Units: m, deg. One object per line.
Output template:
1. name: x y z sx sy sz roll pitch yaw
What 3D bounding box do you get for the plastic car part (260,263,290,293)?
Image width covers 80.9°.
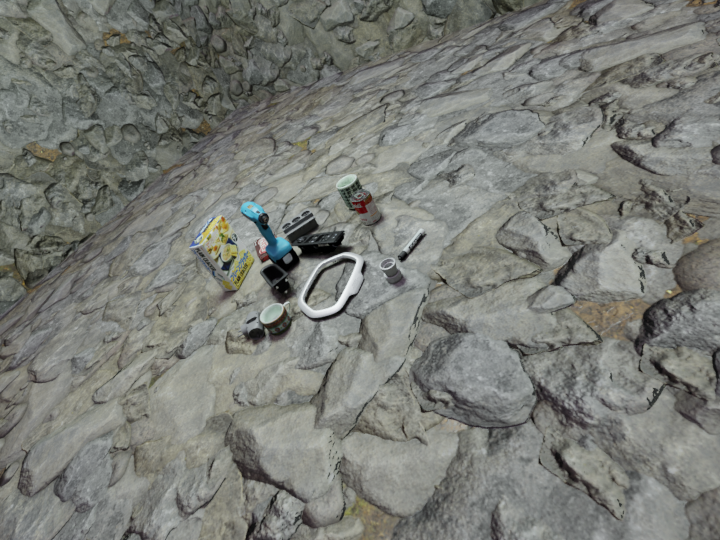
1. plastic car part: -0.258 0.030 1.311 0.065 0.067 0.123 -39 35 -13

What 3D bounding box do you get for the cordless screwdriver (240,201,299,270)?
1. cordless screwdriver: -0.281 -0.104 1.343 0.074 0.237 0.168 -40 35 -16

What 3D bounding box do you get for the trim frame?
1. trim frame: -0.082 0.038 1.208 0.192 0.026 0.249 -4 43 33

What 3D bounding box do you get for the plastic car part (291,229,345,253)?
1. plastic car part: -0.134 -0.087 1.366 0.213 0.064 0.066 2 45 38
